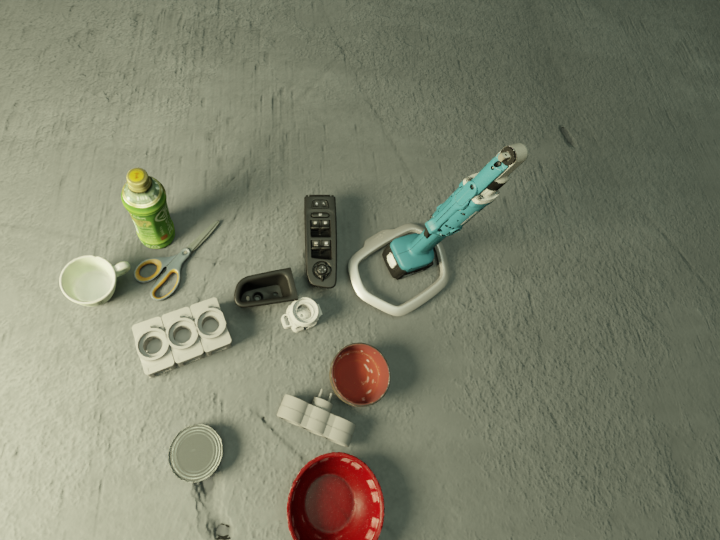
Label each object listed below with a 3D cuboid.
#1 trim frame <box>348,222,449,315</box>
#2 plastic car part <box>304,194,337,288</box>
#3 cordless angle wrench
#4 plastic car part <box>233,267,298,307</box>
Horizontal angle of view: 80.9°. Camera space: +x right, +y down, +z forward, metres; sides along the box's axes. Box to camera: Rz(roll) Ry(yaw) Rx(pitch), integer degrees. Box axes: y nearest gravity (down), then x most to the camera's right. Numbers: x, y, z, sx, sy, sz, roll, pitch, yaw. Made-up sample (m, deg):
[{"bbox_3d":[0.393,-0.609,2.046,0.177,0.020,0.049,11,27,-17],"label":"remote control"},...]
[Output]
[{"bbox_3d":[0.087,-0.008,0.919,0.244,0.027,0.188,-32,77,-23],"label":"trim frame"},{"bbox_3d":[-0.086,-0.056,0.880,0.065,0.067,0.208,2,67,-15],"label":"plastic car part"},{"bbox_3d":[0.155,-0.092,0.751,0.095,0.423,0.076,-17,76,-22],"label":"cordless angle wrench"},{"bbox_3d":[-0.187,0.043,0.812,0.114,0.071,0.068,-10,72,-18],"label":"plastic car part"}]
